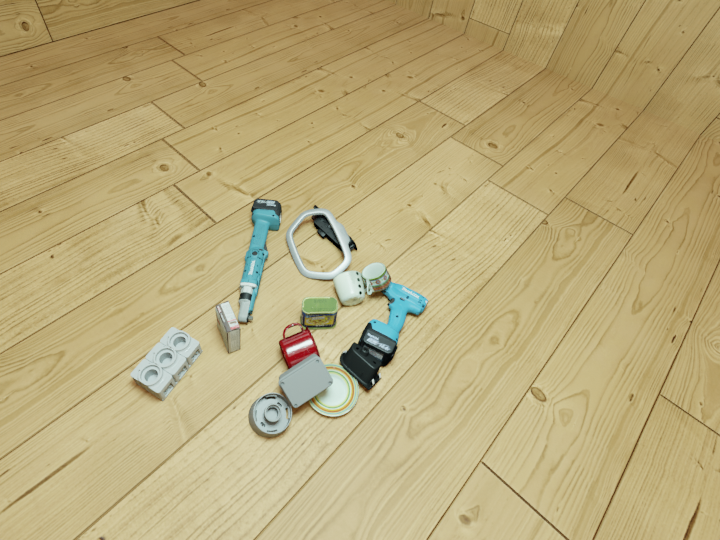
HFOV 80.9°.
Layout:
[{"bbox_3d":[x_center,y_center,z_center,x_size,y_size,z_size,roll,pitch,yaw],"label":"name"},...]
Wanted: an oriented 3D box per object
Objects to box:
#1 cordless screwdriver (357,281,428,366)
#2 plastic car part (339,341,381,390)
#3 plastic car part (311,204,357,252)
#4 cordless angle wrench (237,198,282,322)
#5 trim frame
[{"bbox_3d":[0.068,0.127,1.163,0.164,0.072,0.247,27,51,16],"label":"cordless screwdriver"},{"bbox_3d":[0.005,0.229,1.067,0.121,0.070,0.064,39,30,20],"label":"plastic car part"},{"bbox_3d":[-0.093,-0.126,1.356,0.212,0.064,0.066,39,67,23],"label":"plastic car part"},{"bbox_3d":[-0.313,-0.037,1.267,0.098,0.072,0.434,4,54,-2],"label":"cordless angle wrench"},{"bbox_3d":[-0.127,-0.083,1.303,0.184,0.026,0.258,-26,64,1],"label":"trim frame"}]
